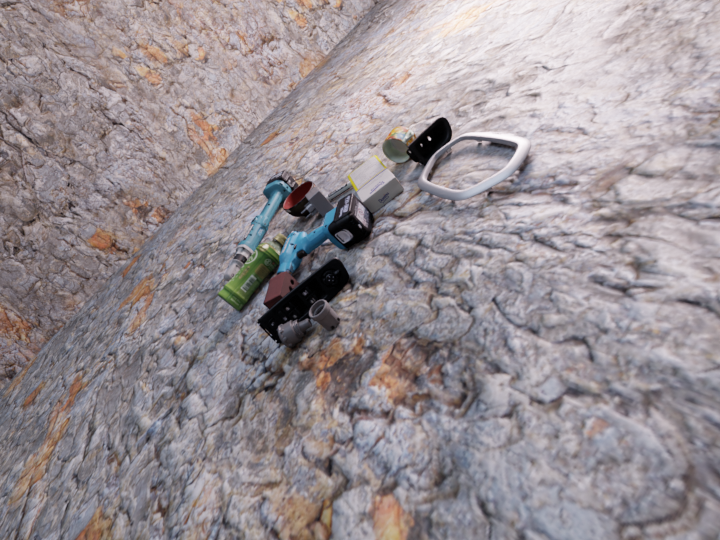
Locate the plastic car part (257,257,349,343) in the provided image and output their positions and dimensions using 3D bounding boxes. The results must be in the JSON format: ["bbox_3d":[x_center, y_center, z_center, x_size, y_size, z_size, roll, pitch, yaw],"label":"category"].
[{"bbox_3d":[-0.106,0.054,0.839,0.204,0.066,0.067,-40,3,8],"label":"plastic car part"}]

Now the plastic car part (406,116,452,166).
[{"bbox_3d":[0.150,-0.288,0.961,0.116,0.064,0.073,-48,15,-15],"label":"plastic car part"}]

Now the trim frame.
[{"bbox_3d":[0.210,-0.206,0.814,0.184,0.026,0.260,-45,29,-1],"label":"trim frame"}]

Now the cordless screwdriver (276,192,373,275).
[{"bbox_3d":[-0.093,-0.061,0.949,0.256,0.071,0.162,-25,35,35],"label":"cordless screwdriver"}]

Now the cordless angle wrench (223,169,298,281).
[{"bbox_3d":[-0.314,-0.140,1.314,0.102,0.071,0.427,-16,42,40],"label":"cordless angle wrench"}]
